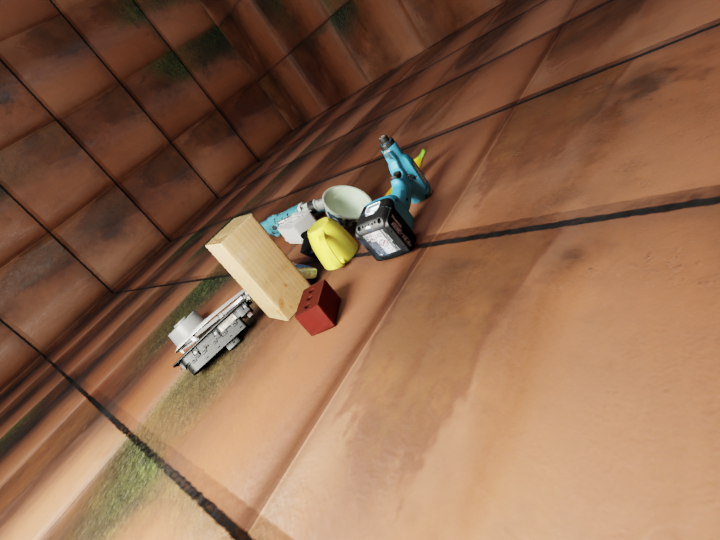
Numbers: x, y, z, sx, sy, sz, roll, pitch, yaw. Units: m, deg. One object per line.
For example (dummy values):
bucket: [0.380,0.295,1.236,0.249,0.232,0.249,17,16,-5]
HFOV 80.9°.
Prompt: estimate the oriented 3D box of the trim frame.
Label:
trim frame: [-0.322,0.107,0.969,0.187,0.027,0.245,-37,8,44]

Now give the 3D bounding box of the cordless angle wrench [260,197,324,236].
cordless angle wrench: [-0.258,-0.143,1.314,0.435,0.095,0.075,-20,24,28]

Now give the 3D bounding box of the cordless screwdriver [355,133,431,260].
cordless screwdriver: [0.058,-0.147,0.808,0.077,0.153,0.250,-21,30,37]

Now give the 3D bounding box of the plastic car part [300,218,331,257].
plastic car part: [-0.098,-0.064,1.001,0.120,0.063,0.072,-22,41,39]

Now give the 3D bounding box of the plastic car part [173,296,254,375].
plastic car part: [-0.298,0.145,0.889,0.202,0.067,0.066,-39,-1,-10]
